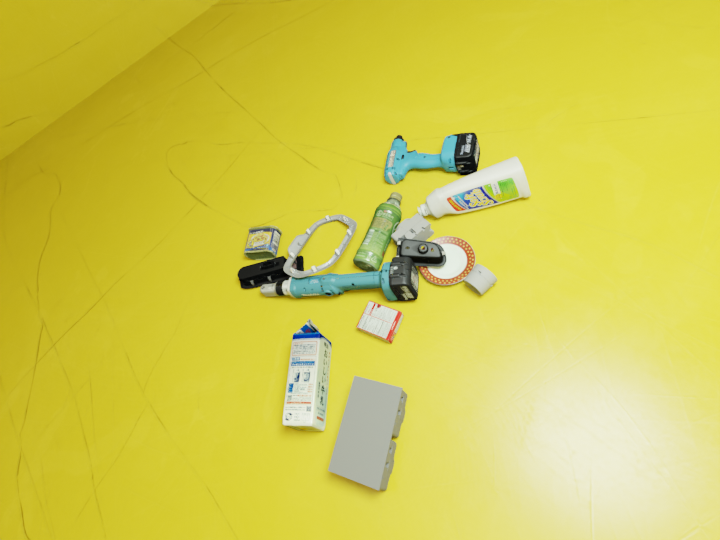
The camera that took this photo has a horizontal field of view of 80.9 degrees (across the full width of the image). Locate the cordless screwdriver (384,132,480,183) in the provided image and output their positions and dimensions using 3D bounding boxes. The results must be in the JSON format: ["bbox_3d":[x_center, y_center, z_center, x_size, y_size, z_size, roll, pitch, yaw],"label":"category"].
[{"bbox_3d":[0.191,-0.323,1.153,0.259,0.070,0.162,-2,61,28],"label":"cordless screwdriver"}]

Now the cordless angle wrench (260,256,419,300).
[{"bbox_3d":[-0.073,0.036,1.053,0.438,0.093,0.076,-5,56,26],"label":"cordless angle wrench"}]

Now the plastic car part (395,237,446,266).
[{"bbox_3d":[0.137,-0.045,0.969,0.120,0.068,0.066,6,81,18],"label":"plastic car part"}]

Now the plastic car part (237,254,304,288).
[{"bbox_3d":[-0.260,0.002,1.177,0.208,0.063,0.068,-16,63,19],"label":"plastic car part"}]

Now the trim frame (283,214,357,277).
[{"bbox_3d":[-0.110,-0.072,1.129,0.193,0.026,0.249,0,47,36],"label":"trim frame"}]
